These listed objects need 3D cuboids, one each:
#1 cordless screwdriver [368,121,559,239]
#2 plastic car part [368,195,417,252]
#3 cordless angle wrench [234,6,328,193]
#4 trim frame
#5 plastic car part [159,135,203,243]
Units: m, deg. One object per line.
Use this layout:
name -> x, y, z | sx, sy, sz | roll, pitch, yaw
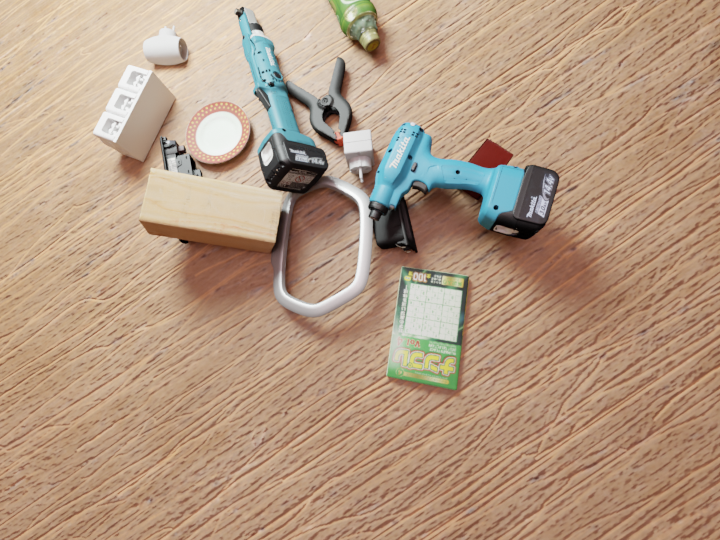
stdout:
cordless screwdriver -> 0.142, -0.112, 0.630 | 0.256, 0.072, 0.159 | 23, 84, 15
plastic car part -> 0.045, -0.082, 0.703 | 0.072, 0.063, 0.119 | -19, 72, 18
cordless angle wrench -> -0.166, -0.335, 0.771 | 0.075, 0.093, 0.437 | -41, 58, 41
trim frame -> -0.069, -0.045, 0.710 | 0.190, 0.026, 0.252 | -2, 74, 19
plastic car part -> -0.320, -0.146, 0.774 | 0.066, 0.066, 0.207 | -8, 76, -10
